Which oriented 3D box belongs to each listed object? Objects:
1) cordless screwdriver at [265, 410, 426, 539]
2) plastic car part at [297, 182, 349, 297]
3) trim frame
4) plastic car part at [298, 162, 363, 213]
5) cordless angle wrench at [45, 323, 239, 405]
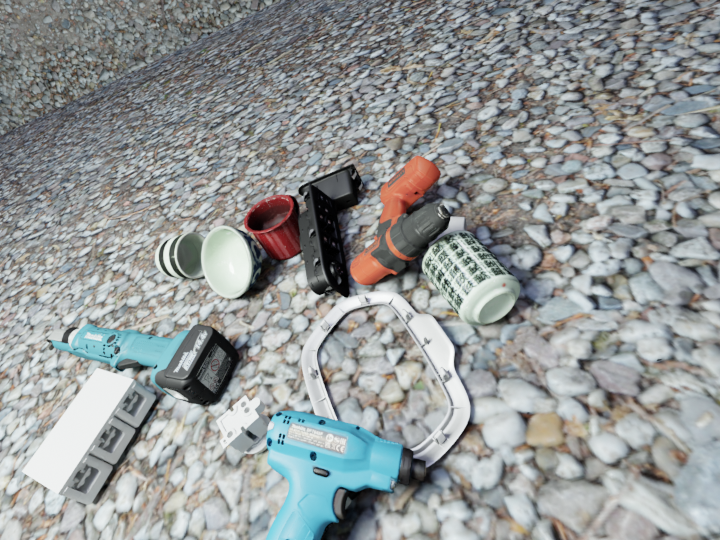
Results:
[{"bbox_3d":[-0.037,0.262,0.371,0.164,0.071,0.252,6,56,16],"label":"cordless screwdriver"},{"bbox_3d":[-0.066,-0.043,0.671,0.068,0.062,0.211,-29,53,17],"label":"plastic car part"},{"bbox_3d":[0.020,0.120,0.520,0.184,0.026,0.261,-28,42,-1],"label":"trim frame"},{"bbox_3d":[-0.051,-0.134,0.772,0.118,0.062,0.074,-21,58,12],"label":"plastic car part"},{"bbox_3d":[-0.389,0.128,0.691,0.442,0.070,0.099,1,50,30],"label":"cordless angle wrench"}]
